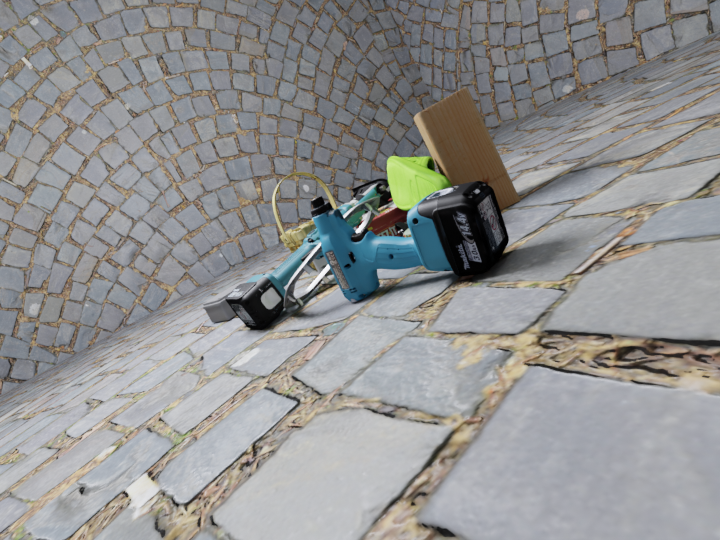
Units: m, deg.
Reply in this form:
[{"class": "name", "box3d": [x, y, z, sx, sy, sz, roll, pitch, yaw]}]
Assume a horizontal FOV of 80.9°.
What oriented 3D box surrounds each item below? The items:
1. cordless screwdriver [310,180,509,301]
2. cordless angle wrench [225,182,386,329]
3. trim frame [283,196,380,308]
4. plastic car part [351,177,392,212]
[{"class": "cordless screwdriver", "box3d": [0.043, -0.052, 0.543, 0.258, 0.157, 0.073, -15, 13, 43]}, {"class": "cordless angle wrench", "box3d": [-0.083, -0.054, 0.850, 0.418, 0.072, 0.102, -46, 21, -29]}, {"class": "trim frame", "box3d": [-0.046, -0.027, 0.723, 0.248, 0.028, 0.180, -51, -9, 2]}, {"class": "plastic car part", "box3d": [0.025, -0.169, 1.002, 0.121, 0.063, 0.071, -13, 34, 47]}]
